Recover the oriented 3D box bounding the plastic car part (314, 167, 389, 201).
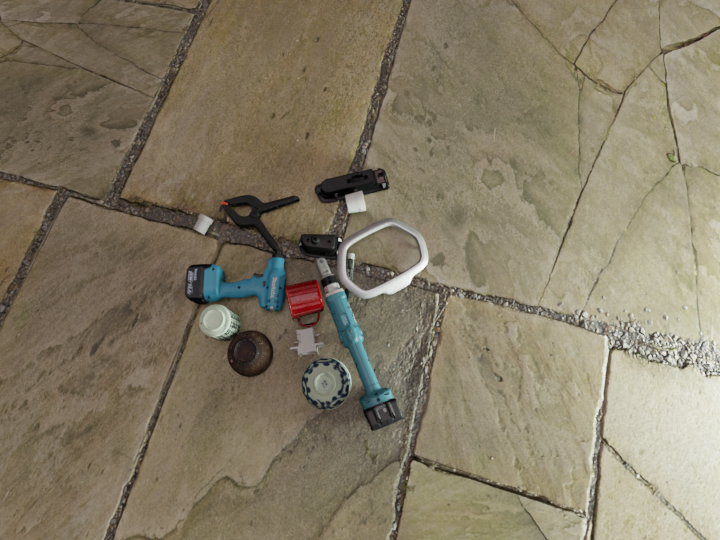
[{"bbox_3d":[-0.025,-0.235,1.153,0.204,0.066,0.067,-14,81,3],"label":"plastic car part"}]

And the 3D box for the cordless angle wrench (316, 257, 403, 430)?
[{"bbox_3d":[-0.024,0.156,1.014,0.074,0.095,0.437,-21,69,-8],"label":"cordless angle wrench"}]

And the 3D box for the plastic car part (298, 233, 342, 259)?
[{"bbox_3d":[-0.108,-0.070,1.100,0.117,0.069,0.067,5,73,2],"label":"plastic car part"}]

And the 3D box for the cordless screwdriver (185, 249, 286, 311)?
[{"bbox_3d":[-0.317,0.018,1.091,0.250,0.073,0.162,3,73,1],"label":"cordless screwdriver"}]

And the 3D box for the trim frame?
[{"bbox_3d":[0.055,-0.031,1.085,0.246,0.027,0.189,-29,75,-12],"label":"trim frame"}]
